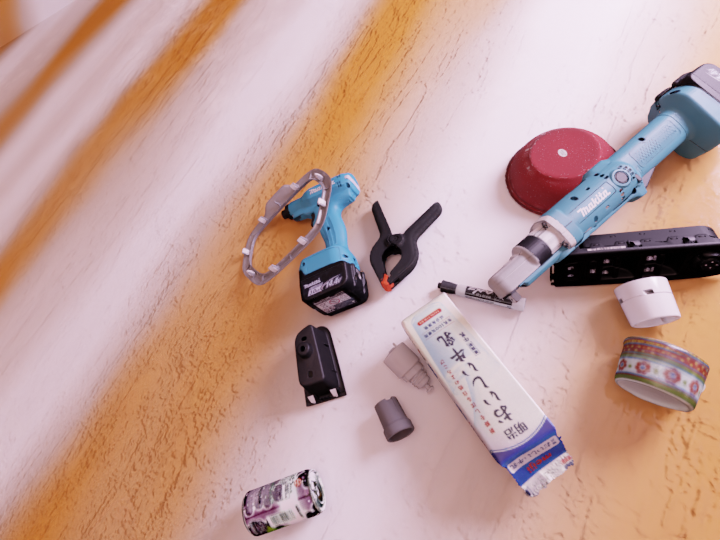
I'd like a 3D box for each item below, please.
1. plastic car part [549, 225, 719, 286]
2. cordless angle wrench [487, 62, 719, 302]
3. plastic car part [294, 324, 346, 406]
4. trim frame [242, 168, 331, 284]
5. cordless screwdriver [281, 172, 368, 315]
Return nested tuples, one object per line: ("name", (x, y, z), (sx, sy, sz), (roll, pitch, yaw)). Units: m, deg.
("plastic car part", (0.355, -0.020, 0.541), (0.210, 0.063, 0.067), (-2, 40, 24))
("cordless angle wrench", (0.320, -0.107, 0.542), (0.420, 0.073, 0.100), (-39, 78, -10))
("plastic car part", (-0.072, 0.134, 0.637), (0.067, 0.067, 0.121), (-21, 61, 9))
("trim frame", (-0.139, -0.080, 0.756), (0.251, 0.026, 0.192), (-42, 41, 24))
("cordless screwdriver", (-0.072, -0.047, 0.732), (0.163, 0.070, 0.257), (-21, 54, 23))
